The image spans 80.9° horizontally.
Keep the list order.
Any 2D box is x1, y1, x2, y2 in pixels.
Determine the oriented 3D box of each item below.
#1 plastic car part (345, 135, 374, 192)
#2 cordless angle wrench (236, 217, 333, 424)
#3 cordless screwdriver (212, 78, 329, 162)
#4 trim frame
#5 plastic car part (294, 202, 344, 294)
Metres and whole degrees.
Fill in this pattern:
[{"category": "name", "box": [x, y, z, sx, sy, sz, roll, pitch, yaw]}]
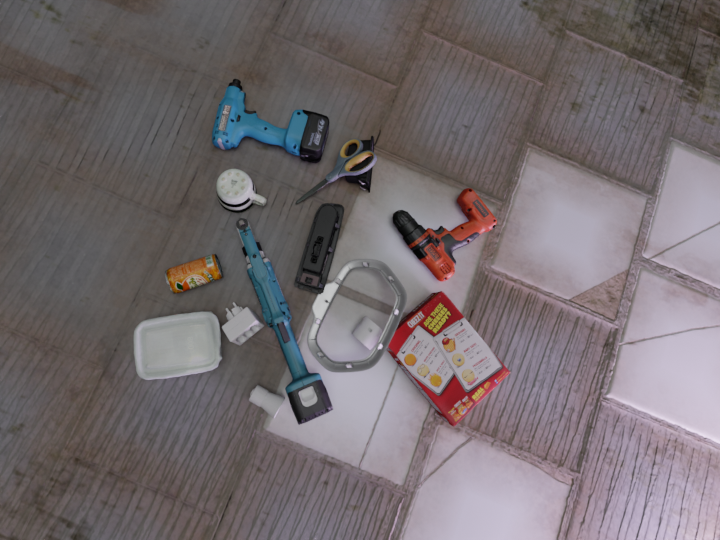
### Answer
[{"category": "plastic car part", "box": [-0.007, -0.240, 0.942, 0.072, 0.064, 0.118, 1, 78, 7]}, {"category": "cordless angle wrench", "box": [-0.171, 0.087, 0.861, 0.073, 0.097, 0.431, -21, 79, -10]}, {"category": "cordless screwdriver", "box": [-0.193, -0.331, 0.933, 0.249, 0.074, 0.160, 10, 80, 1]}, {"category": "trim frame", "box": [-0.013, 0.089, 0.866, 0.193, 0.026, 0.249, 22, 80, 30]}, {"category": "plastic car part", "box": [-0.088, -0.058, 0.901, 0.068, 0.065, 0.204, 13, 76, 12]}]
